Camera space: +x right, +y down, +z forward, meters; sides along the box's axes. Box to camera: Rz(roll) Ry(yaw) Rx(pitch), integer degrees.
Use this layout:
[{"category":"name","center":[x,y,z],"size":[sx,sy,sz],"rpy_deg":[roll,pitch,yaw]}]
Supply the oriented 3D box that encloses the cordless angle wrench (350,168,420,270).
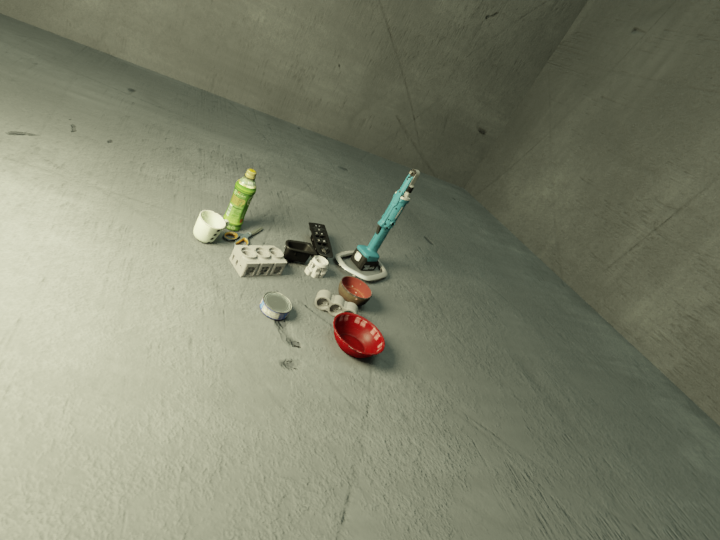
[{"category":"cordless angle wrench","center":[0.100,-0.183,1.547],"size":[0.093,0.421,0.078],"rpy_deg":[2,38,-44]}]

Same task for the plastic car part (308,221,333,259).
[{"category":"plastic car part","center":[-0.153,-0.100,1.564],"size":[0.063,0.067,0.213],"rpy_deg":[14,30,-28]}]

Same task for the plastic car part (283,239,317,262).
[{"category":"plastic car part","center":[-0.217,-0.058,1.430],"size":[0.111,0.070,0.069],"rpy_deg":[6,35,-37]}]

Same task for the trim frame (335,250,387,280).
[{"category":"trim frame","center":[0.004,-0.024,1.616],"size":[0.193,0.027,0.239],"rpy_deg":[41,30,24]}]
